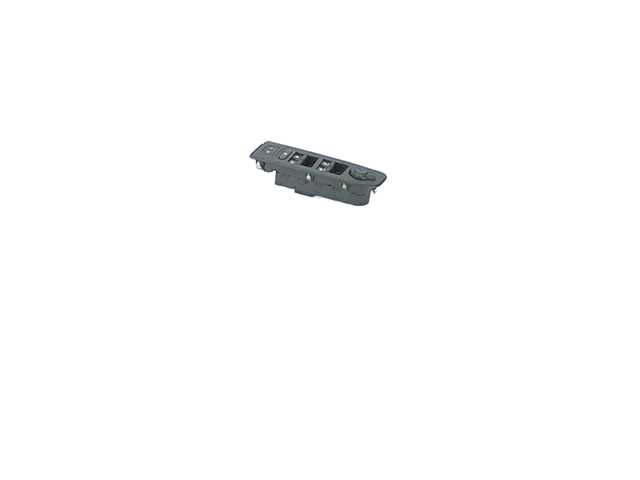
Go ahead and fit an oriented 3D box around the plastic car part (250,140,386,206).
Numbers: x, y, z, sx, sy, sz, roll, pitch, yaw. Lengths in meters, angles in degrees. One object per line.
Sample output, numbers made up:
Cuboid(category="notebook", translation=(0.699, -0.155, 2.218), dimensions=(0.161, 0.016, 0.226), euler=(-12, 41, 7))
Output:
Cuboid(category="plastic car part", translation=(-0.004, -0.096, 0.645), dimensions=(0.203, 0.067, 0.066), euler=(13, 28, 11))
